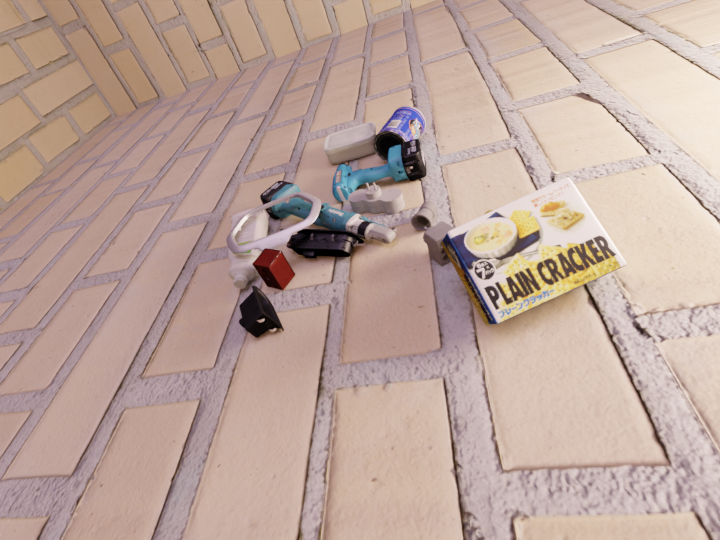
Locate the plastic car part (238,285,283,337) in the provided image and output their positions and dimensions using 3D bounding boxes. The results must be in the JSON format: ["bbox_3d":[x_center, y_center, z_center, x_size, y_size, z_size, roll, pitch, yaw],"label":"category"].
[{"bbox_3d":[-0.213,0.091,0.856,0.071,0.062,0.123,-43,37,-2],"label":"plastic car part"}]

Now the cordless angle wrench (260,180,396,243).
[{"bbox_3d":[-0.088,-0.136,1.038,0.448,0.071,0.097,24,58,41],"label":"cordless angle wrench"}]

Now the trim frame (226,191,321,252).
[{"bbox_3d":[-0.208,-0.115,1.008,0.250,0.026,0.192,-20,39,6],"label":"trim frame"}]

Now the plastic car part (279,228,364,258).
[{"bbox_3d":[-0.094,-0.061,0.959,0.211,0.063,0.068,0,58,29],"label":"plastic car part"}]

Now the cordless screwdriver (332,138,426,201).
[{"bbox_3d":[0.043,-0.274,1.123,0.254,0.071,0.163,-16,39,17],"label":"cordless screwdriver"}]
